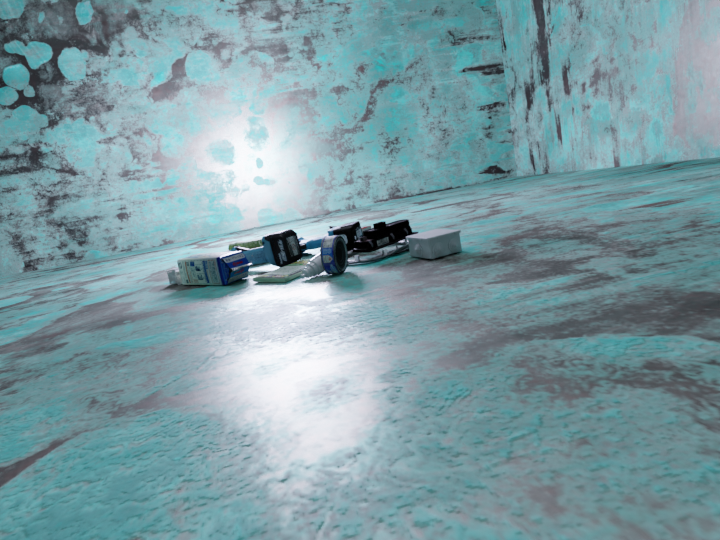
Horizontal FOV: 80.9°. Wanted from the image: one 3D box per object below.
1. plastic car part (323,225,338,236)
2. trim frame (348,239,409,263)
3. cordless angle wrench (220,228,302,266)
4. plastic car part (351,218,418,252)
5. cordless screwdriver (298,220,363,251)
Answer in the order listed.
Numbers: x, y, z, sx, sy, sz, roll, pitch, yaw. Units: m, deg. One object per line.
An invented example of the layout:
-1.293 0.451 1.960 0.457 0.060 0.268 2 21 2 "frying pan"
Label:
-0.076 -0.100 1.357 0.069 0.064 0.122 -34 25 -30 "plastic car part"
0.037 -0.054 1.097 0.193 0.027 0.239 2 15 42 "trim frame"
-0.370 -0.034 1.240 0.438 0.097 0.072 -9 8 29 "cordless angle wrench"
0.064 -0.093 1.075 0.195 0.067 0.069 -16 4 -39 "plastic car part"
-0.123 -0.080 1.256 0.257 0.073 0.156 -10 11 24 "cordless screwdriver"
